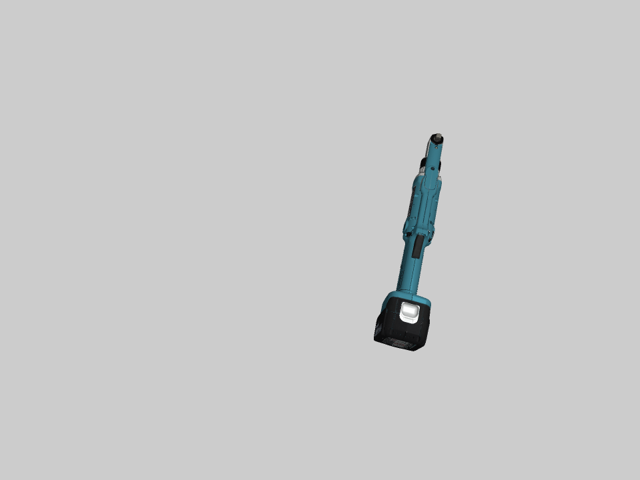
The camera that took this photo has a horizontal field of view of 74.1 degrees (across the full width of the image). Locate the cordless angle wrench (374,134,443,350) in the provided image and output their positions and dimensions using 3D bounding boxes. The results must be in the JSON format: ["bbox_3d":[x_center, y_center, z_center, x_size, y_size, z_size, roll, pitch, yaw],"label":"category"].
[{"bbox_3d":[0.180,-0.017,0.777,0.074,0.421,0.098,15,-22,3],"label":"cordless angle wrench"}]
